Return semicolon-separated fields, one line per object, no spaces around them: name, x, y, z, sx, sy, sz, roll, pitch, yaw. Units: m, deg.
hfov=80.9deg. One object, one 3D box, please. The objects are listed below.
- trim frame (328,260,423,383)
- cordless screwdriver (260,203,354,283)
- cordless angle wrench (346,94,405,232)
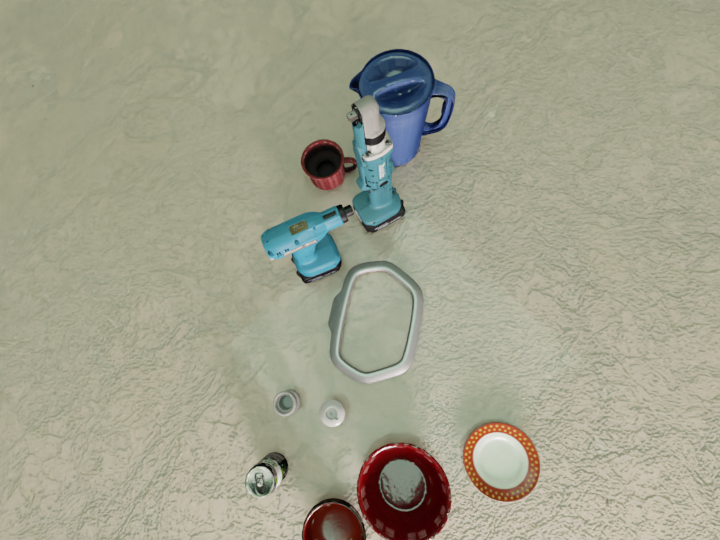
trim frame;0.027;0.100;0.851;0.188;0.027;0.250;9;78;12
cordless screwdriver;-0.078;-0.051;0.796;0.160;0.242;0.076;-23;77;1
cordless angle wrench;0.025;-0.167;0.719;0.098;0.412;0.076;-29;78;-1
